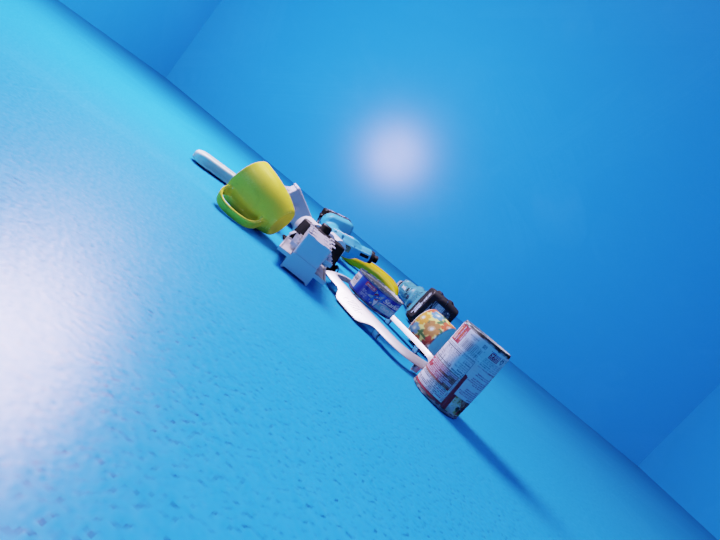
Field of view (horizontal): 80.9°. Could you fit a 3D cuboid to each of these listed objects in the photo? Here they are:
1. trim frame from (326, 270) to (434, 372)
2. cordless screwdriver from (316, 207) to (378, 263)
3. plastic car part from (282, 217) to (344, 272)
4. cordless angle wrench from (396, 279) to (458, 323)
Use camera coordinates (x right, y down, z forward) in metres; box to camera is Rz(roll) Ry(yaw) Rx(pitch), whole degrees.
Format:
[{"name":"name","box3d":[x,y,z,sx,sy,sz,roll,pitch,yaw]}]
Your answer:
[{"name":"trim frame","box3d":[0.031,0.079,0.666,0.174,0.027,0.263,34,9,-49]},{"name":"cordless screwdriver","box3d":[-0.044,-0.087,1.109,0.156,0.074,0.255,23,13,-13]},{"name":"plastic car part","box3d":[-0.075,-0.049,0.763,0.112,0.071,0.068,40,4,-21]},{"name":"cordless angle wrench","box3d":[0.144,0.071,1.124,0.073,0.098,0.427,42,2,-8]}]
